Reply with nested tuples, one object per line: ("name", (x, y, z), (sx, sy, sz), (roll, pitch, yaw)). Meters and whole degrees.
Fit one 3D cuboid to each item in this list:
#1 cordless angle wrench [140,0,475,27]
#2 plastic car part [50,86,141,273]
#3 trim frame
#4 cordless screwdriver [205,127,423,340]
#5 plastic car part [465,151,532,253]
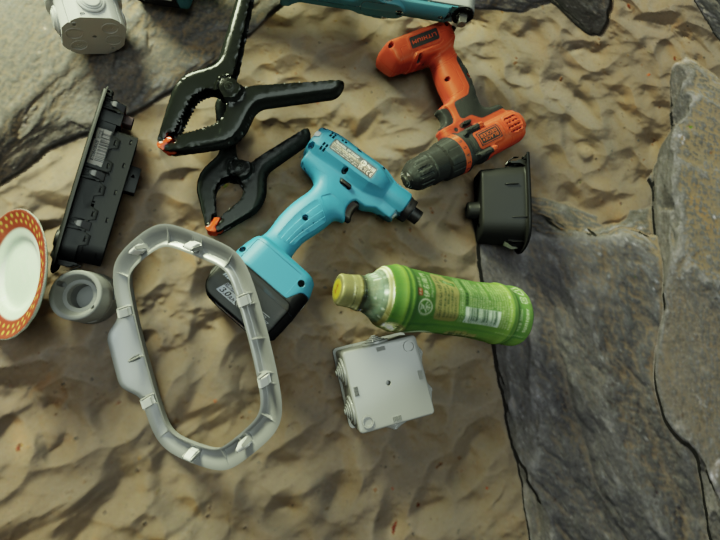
("cordless angle wrench", (-0.070, -0.355, 0.515), (0.423, 0.074, 0.099), (9, 78, 0))
("plastic car part", (-0.284, -0.090, 0.463), (0.064, 0.069, 0.205), (22, 73, -33))
("trim frame", (-0.168, 0.077, 0.409), (0.190, 0.027, 0.247), (-11, 95, 23))
("cordless screwdriver", (-0.046, -0.030, 0.475), (0.159, 0.074, 0.248), (35, 72, -1))
("plastic car part", (0.169, -0.082, 0.526), (0.072, 0.065, 0.117), (4, 82, 6))
